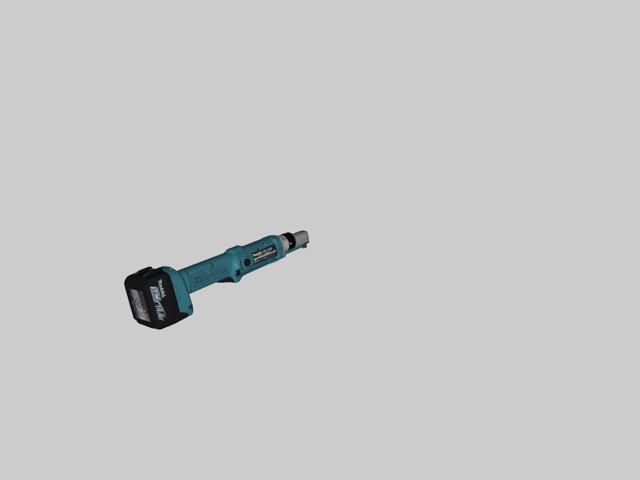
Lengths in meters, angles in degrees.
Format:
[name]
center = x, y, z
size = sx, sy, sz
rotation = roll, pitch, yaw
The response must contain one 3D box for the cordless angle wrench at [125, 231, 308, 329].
[cordless angle wrench]
center = -0.163, 0.045, 0.839
size = 0.074, 0.098, 0.421
rotation = 2, 17, 39
